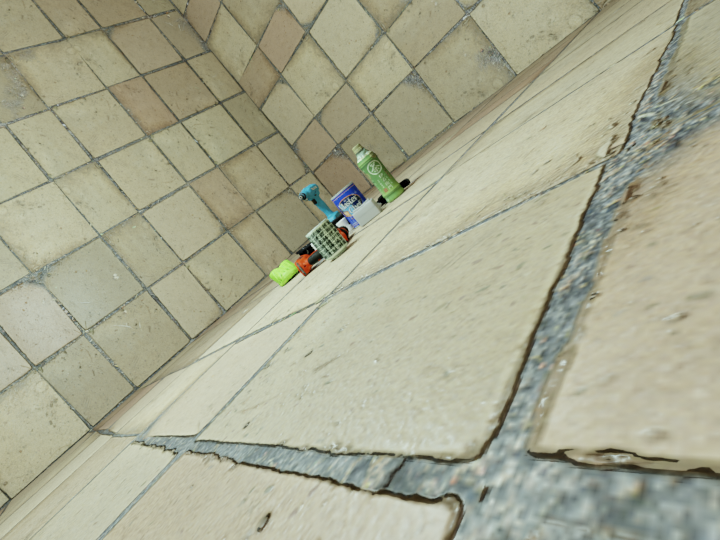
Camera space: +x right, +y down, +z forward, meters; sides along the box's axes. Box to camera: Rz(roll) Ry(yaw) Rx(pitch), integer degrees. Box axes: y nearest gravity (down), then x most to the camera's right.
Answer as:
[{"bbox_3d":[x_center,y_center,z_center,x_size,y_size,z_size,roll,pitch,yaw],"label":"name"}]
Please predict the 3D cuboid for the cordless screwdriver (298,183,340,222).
[{"bbox_3d":[-0.160,-0.253,1.793,0.075,0.247,0.158,-38,5,28],"label":"cordless screwdriver"}]

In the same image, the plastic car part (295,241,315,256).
[{"bbox_3d":[-0.166,-0.109,1.697,0.200,0.066,0.068,-46,9,-36],"label":"plastic car part"}]

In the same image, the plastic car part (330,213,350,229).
[{"bbox_3d":[-0.070,-0.194,1.711,0.115,0.070,0.067,-42,7,-17],"label":"plastic car part"}]
